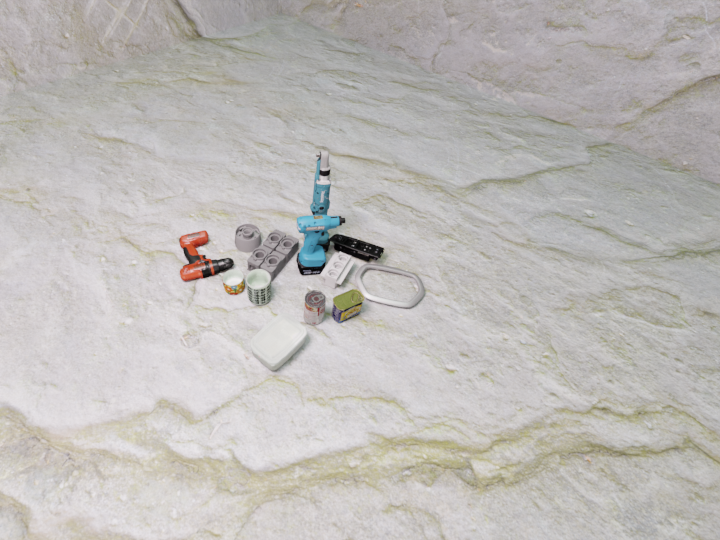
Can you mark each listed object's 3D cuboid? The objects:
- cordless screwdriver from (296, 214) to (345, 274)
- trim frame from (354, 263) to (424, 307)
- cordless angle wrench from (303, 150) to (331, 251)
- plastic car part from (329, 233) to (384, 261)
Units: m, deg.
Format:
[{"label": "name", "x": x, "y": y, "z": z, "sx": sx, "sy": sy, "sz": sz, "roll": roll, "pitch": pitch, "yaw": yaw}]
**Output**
[{"label": "cordless screwdriver", "x": -0.141, "y": -0.092, "z": 1.440, "sx": 0.156, "sy": 0.243, "sz": 0.077, "roll": -5, "pitch": 50, "yaw": -14}, {"label": "trim frame", "x": 0.102, "y": 0.048, "z": 1.482, "sx": 0.250, "sy": 0.027, "sz": 0.188, "roll": 9, "pitch": 47, "yaw": 3}, {"label": "cordless angle wrench", "x": -0.138, "y": -0.229, "z": 1.451, "sx": 0.096, "sy": 0.413, "sz": 0.077, "roll": 0, "pitch": 49, "yaw": -11}, {"label": "plastic car part", "x": -0.018, "y": -0.082, "z": 1.563, "sx": 0.209, "sy": 0.065, "sz": 0.066, "roll": 22, "pitch": 49, "yaw": 14}]
